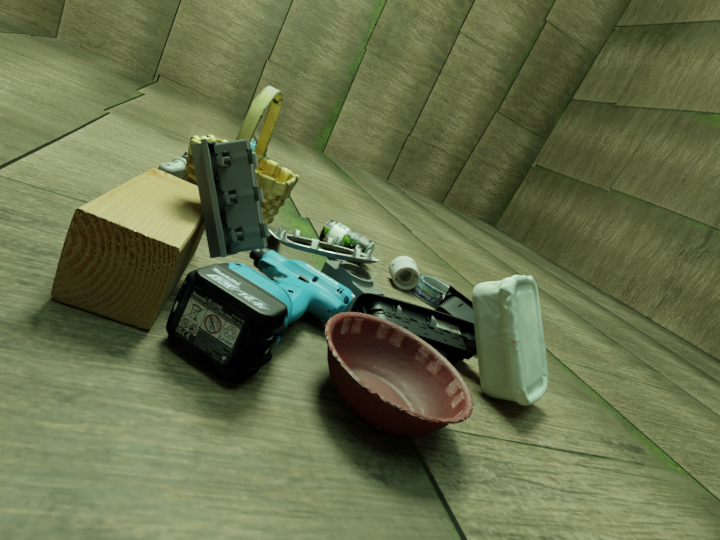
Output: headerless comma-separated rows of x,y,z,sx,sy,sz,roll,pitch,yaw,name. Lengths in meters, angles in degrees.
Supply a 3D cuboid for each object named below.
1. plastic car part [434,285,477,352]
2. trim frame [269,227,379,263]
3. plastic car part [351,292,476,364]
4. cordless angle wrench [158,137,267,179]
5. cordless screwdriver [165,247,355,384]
0.165,0.090,0.699,0.068,0.065,0.123,-12,42,-41,plastic car part
-0.069,-0.045,0.704,0.180,0.027,0.255,11,8,-14,trim frame
0.078,0.089,0.578,0.197,0.066,0.069,22,43,-15,plastic car part
-0.321,-0.242,0.940,0.074,0.098,0.423,29,20,-2,cordless angle wrench
-0.113,0.024,0.476,0.164,0.074,0.242,30,14,14,cordless screwdriver
